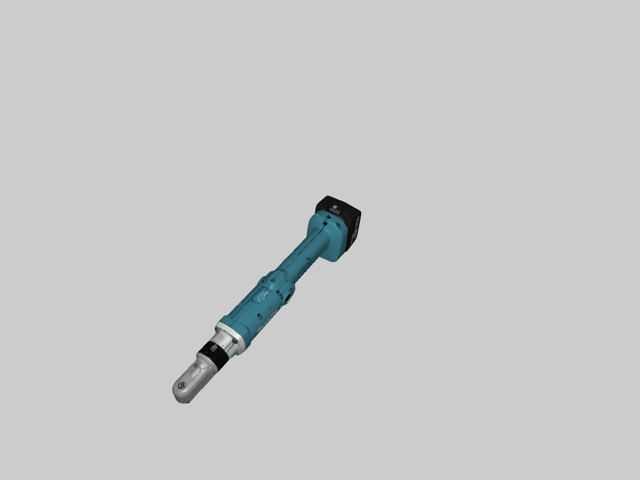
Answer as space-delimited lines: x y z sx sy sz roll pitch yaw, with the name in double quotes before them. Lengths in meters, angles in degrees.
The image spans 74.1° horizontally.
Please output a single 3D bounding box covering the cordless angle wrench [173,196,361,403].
"cordless angle wrench" -0.072 0.080 0.675 0.074 0.098 0.421 28 51 19
